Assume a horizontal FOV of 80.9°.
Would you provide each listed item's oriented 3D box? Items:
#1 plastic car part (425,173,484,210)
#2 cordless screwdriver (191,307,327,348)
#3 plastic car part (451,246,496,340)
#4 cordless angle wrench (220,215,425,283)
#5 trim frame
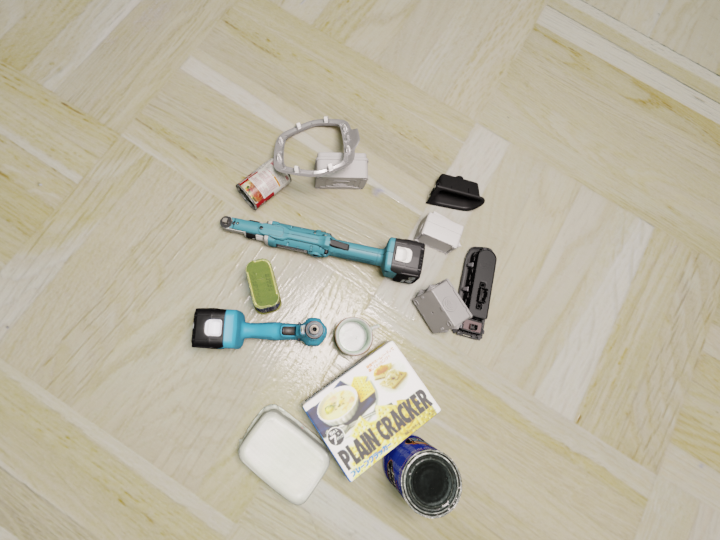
[{"bbox_3d":[0.214,-0.181,0.949,0.115,0.065,0.072,9,62,-7],"label":"plastic car part"},{"bbox_3d":[-0.187,0.111,0.789,0.248,0.158,0.075,2,78,-3],"label":"cordless screwdriver"},{"bbox_3d":[0.246,0.038,0.892,0.067,0.066,0.205,13,72,3],"label":"plastic car part"},{"bbox_3d":[-0.086,-0.056,0.882,0.426,0.096,0.075,12,76,3],"label":"cordless angle wrench"},{"bbox_3d":[-0.094,-0.268,0.897,0.185,0.026,0.257,-8,42,3],"label":"trim frame"}]
